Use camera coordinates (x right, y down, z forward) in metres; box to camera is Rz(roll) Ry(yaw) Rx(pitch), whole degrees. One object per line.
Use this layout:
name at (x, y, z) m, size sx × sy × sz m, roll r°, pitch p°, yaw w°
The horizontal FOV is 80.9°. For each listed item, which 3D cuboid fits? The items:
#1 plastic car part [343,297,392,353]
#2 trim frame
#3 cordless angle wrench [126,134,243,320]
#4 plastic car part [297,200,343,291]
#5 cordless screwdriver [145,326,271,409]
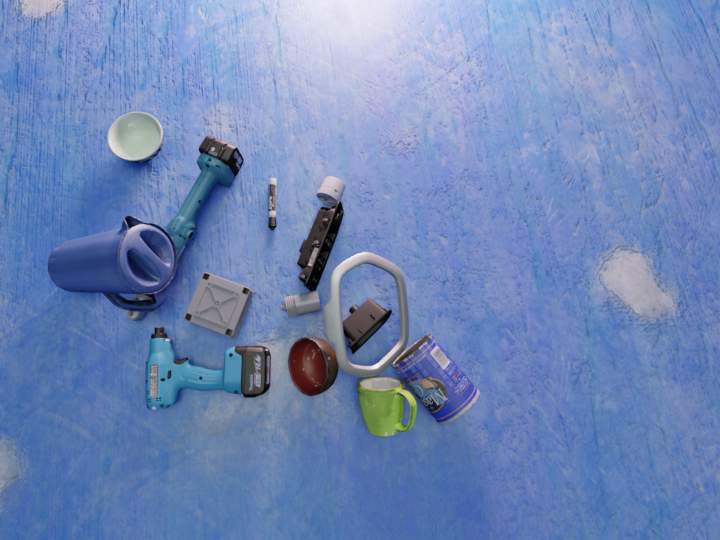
plastic car part at (0.002, 0.107, 0.886) m, size 0.074 × 0.064 × 0.116 m, roll 40°, pitch 74°, yaw 20°
trim frame at (0.014, 0.087, 0.828) m, size 0.178 × 0.029 × 0.246 m, roll -9°, pitch 98°, yaw -24°
cordless angle wrench at (-0.386, -0.087, 0.909) m, size 0.075 × 0.096 × 0.424 m, roll 24°, pitch 80°, yaw 4°
plastic car part at (-0.090, -0.059, 0.925) m, size 0.070 × 0.063 × 0.203 m, roll 18°, pitch 76°, yaw 27°
cordless screwdriver at (-0.308, 0.185, 0.849) m, size 0.249 × 0.073 × 0.162 m, roll -6°, pitch 76°, yaw 1°
